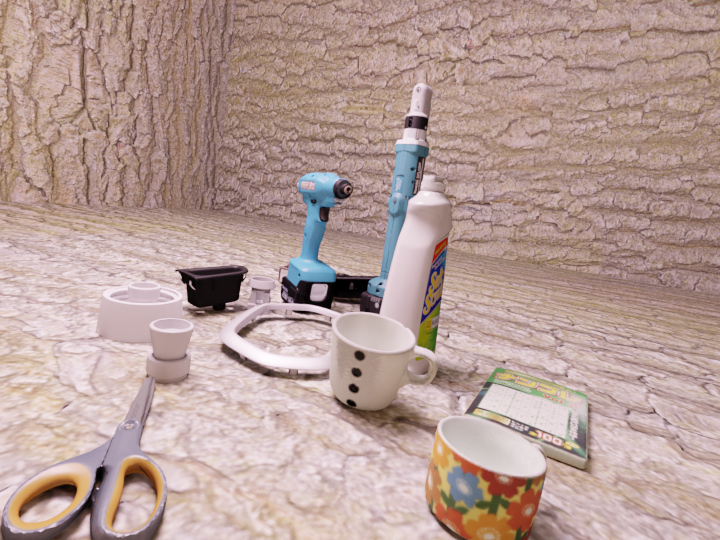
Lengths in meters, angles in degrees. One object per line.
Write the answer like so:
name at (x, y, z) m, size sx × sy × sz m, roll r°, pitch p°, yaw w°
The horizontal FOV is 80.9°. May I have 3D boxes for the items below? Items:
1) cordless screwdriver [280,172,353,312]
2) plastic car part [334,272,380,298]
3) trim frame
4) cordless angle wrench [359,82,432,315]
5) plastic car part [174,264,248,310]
cordless screwdriver at (-0.073, -0.048, 0.748) m, size 0.071 × 0.247 × 0.167 m, roll 4°, pitch 8°, yaw -30°
plastic car part at (0.022, 0.035, 0.880) m, size 0.200 × 0.066 × 0.068 m, roll 6°, pitch 8°, yaw -9°
trim frame at (-0.090, 0.087, 0.594) m, size 0.187 × 0.027 × 0.246 m, roll 9°, pitch 9°, yaw 7°
cordless angle wrench at (0.079, -0.118, 0.759) m, size 0.078 × 0.420 × 0.093 m, roll 14°, pitch 8°, yaw 39°
plastic car part at (-0.236, 0.030, 0.690) m, size 0.070 × 0.070 × 0.111 m, roll 15°, pitch 11°, yaw 41°
